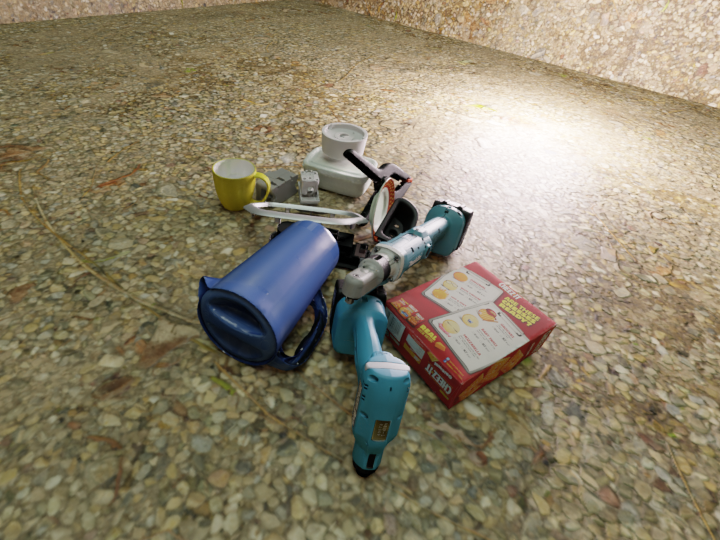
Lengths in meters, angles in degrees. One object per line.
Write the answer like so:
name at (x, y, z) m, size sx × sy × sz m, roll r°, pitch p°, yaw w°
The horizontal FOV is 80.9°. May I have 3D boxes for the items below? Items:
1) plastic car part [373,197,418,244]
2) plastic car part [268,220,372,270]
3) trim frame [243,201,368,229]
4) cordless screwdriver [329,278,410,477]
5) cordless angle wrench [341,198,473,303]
plastic car part at (0.069, -0.080, 0.842) m, size 0.066 × 0.070 × 0.117 m, roll 27°, pitch 55°, yaw 2°
plastic car part at (-0.078, -0.051, 0.801) m, size 0.206 × 0.065 × 0.067 m, roll 9°, pitch 47°, yaw 7°
trim frame at (-0.108, -0.109, 0.830) m, size 0.251 × 0.027 × 0.185 m, roll 5°, pitch 15°, yaw 4°
cordless screwdriver at (0.003, 0.125, 0.566) m, size 0.073 × 0.156 × 0.257 m, roll 6°, pitch 25°, yaw -11°
cordless angle wrench at (0.086, -0.039, 0.695) m, size 0.077 × 0.096 × 0.411 m, roll 25°, pitch 28°, yaw 21°
